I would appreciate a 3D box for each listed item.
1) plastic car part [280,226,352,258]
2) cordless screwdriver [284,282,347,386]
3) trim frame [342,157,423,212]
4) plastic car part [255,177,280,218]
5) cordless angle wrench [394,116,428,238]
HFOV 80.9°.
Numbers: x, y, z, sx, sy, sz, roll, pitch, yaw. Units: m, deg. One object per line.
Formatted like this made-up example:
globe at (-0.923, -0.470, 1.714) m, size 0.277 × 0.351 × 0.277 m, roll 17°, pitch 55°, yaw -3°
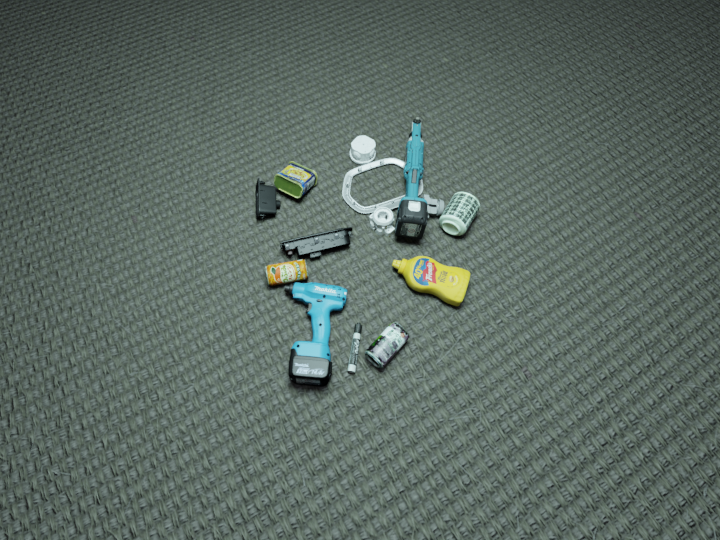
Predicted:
plastic car part at (-0.111, -0.073, 1.135) m, size 0.201 × 0.065 × 0.069 m, roll -17°, pitch 74°, yaw -8°
cordless screwdriver at (-0.126, 0.141, 1.014) m, size 0.161 × 0.072 × 0.254 m, roll 7°, pitch 58°, yaw 4°
trim frame at (0.065, -0.253, 1.249) m, size 0.245 × 0.027 × 0.191 m, roll -19°, pitch 64°, yaw -11°
plastic car part at (-0.266, -0.199, 1.214) m, size 0.069 × 0.066 × 0.120 m, roll -2°, pitch 64°, yaw -18°
cordless angle wrench at (0.152, -0.284, 1.212) m, size 0.075 × 0.095 × 0.432 m, roll 7°, pitch 58°, yaw 1°
